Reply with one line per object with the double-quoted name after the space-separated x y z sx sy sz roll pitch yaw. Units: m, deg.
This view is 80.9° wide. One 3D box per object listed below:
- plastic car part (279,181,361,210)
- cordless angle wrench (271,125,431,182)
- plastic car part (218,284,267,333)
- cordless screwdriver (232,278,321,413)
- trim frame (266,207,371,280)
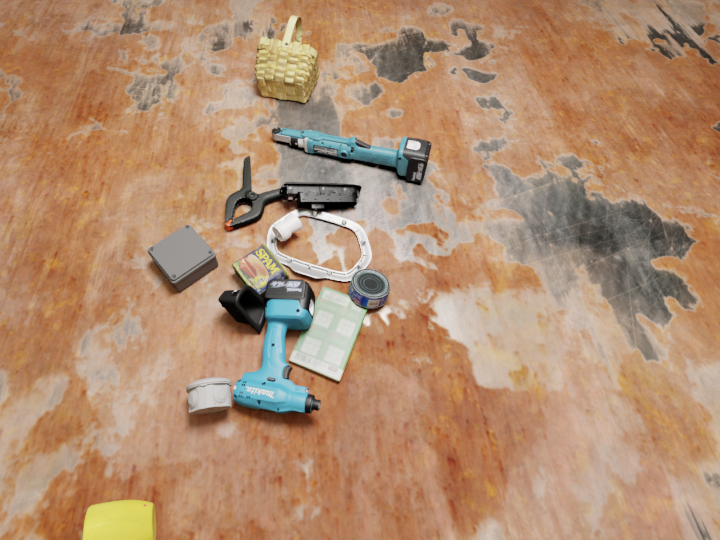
-0.089 -0.180 1.019 0.198 0.066 0.069 -6 70 -17 "plastic car part"
-0.035 -0.324 1.115 0.432 0.095 0.075 14 58 11 "cordless angle wrench"
-0.241 0.070 0.848 0.073 0.110 0.067 -1 55 23 "plastic car part"
-0.134 0.142 0.808 0.163 0.071 0.253 4 60 13 "cordless screwdriver"
-0.096 -0.063 0.977 0.252 0.027 0.186 18 60 7 "trim frame"
